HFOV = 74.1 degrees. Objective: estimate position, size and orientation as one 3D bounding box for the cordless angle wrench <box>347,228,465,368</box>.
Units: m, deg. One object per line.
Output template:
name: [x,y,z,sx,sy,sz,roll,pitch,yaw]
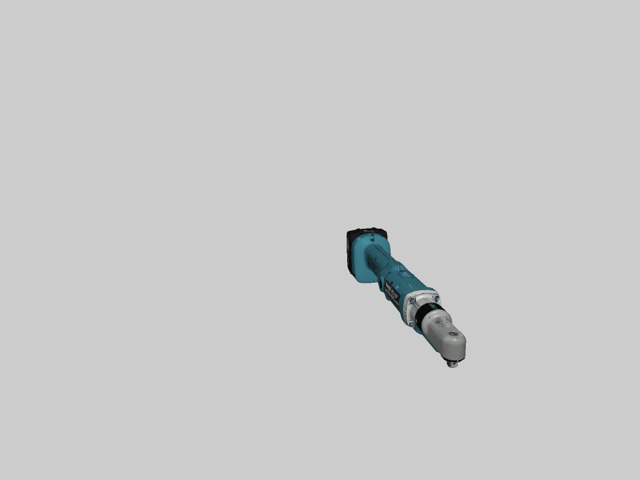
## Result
cordless angle wrench: [0.119,0.068,0.663,0.074,0.098,0.422,-4,14,-8]
